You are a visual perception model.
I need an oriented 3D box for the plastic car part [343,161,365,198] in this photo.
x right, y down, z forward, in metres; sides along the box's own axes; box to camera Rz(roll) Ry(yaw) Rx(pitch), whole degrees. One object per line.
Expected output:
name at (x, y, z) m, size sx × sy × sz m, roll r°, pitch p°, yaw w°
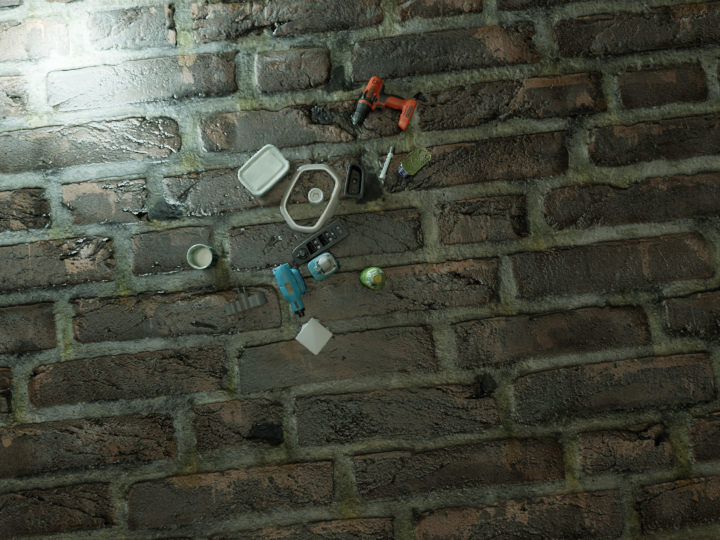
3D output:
plastic car part at (-0.019, -0.298, 1.423) m, size 0.066 × 0.071 × 0.117 m, roll 7°, pitch 87°, yaw -3°

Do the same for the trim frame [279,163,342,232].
trim frame at (-0.167, -0.247, 1.441) m, size 0.185 × 0.027 × 0.248 m, roll 26°, pitch 87°, yaw 1°

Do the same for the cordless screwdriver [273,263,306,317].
cordless screwdriver at (-0.208, 0.060, 1.311) m, size 0.074 × 0.249 × 0.159 m, roll -24°, pitch 91°, yaw -5°

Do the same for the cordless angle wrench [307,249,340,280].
cordless angle wrench at (-0.104, -0.015, 1.229) m, size 0.098 × 0.424 × 0.074 m, roll -32°, pitch 93°, yaw -5°

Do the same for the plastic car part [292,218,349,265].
plastic car part at (-0.138, -0.090, 1.411) m, size 0.202 × 0.067 × 0.066 m, roll -33°, pitch 90°, yaw -2°
